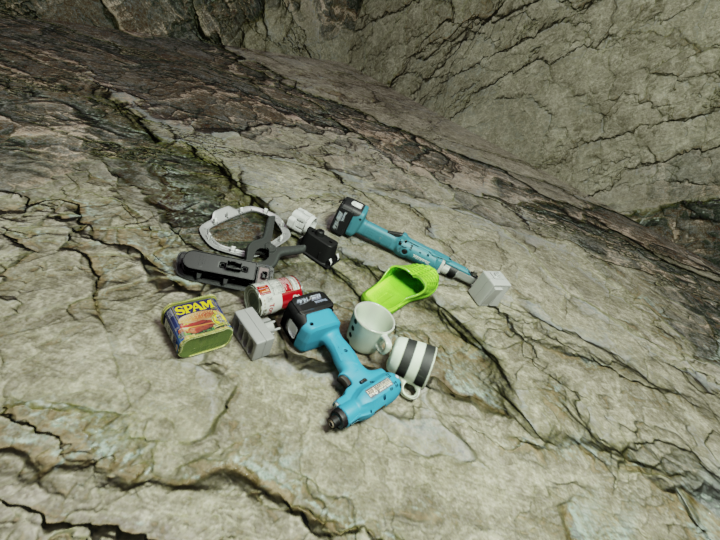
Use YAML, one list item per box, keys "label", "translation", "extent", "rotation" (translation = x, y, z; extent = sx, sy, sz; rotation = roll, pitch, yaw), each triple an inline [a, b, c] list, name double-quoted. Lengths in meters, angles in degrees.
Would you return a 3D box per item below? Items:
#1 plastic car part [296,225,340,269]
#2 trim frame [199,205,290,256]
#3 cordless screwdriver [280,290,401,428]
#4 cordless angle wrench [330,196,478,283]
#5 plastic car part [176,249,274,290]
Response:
- label: "plastic car part"
  translation: [-0.103, -0.068, 1.057]
  extent: [0.120, 0.070, 0.064]
  rotation: [35, 34, 15]
- label: "trim frame"
  translation: [-0.284, -0.105, 1.059]
  extent: [0.191, 0.027, 0.243]
  rotation: [30, 37, 17]
- label: "cordless screwdriver"
  translation: [-0.058, 0.157, 0.761]
  extent: [0.153, 0.074, 0.261]
  rotation: [-17, 52, -43]
- label: "cordless angle wrench"
  translation: [0.124, -0.067, 1.166]
  extent: [0.425, 0.097, 0.074]
  rotation: [27, 33, 3]
- label: "plastic car part"
  translation: [-0.280, -0.001, 0.871]
  extent: [0.200, 0.067, 0.067]
  rotation: [10, 72, -7]
